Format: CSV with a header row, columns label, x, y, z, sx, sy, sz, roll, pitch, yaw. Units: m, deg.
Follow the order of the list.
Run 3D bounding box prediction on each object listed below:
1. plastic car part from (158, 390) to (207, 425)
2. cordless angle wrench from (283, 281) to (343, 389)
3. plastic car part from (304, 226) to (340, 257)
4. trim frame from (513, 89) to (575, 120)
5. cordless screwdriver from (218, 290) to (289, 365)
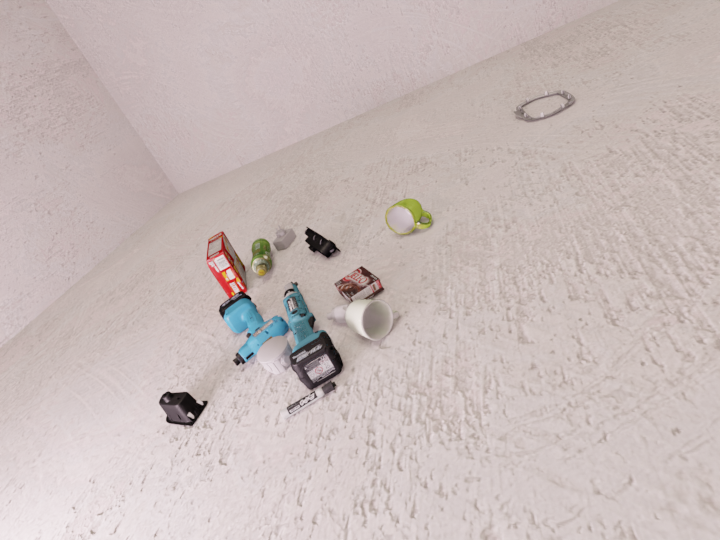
label,x,y,z,sx,sy,sz,roll,pitch,yaw
plastic car part,-0.427,0.311,0.982,0.121,0.068,0.066,-8,31,29
cordless angle wrench,-0.147,0.121,1.038,0.098,0.071,0.440,-31,26,-4
plastic car part,-0.134,-0.087,1.368,0.067,0.063,0.213,-46,31,-11
trim frame,0.648,-0.592,1.507,0.189,0.026,0.253,-19,32,20
cordless screwdriver,-0.311,0.153,1.132,0.157,0.071,0.263,-41,34,-20
